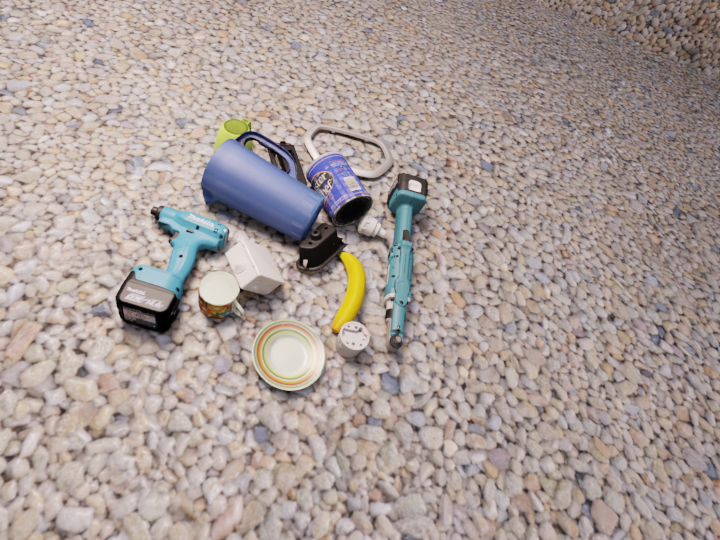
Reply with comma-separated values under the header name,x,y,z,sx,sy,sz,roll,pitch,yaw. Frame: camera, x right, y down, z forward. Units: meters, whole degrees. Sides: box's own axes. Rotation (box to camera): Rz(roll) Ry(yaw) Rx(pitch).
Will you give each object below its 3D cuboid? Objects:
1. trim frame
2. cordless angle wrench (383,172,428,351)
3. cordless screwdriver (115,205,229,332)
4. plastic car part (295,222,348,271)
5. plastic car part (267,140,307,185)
name,x,y,z,sx,sy,sz,roll,pitch,yaw
trim frame,-0.031,-0.320,1.120,0.246,0.027,0.189,11,54,-6
cordless angle wrench,0.088,-0.028,0.911,0.073,0.097,0.431,15,57,-9
cordless screwdriver,-0.363,-0.020,0.779,0.159,0.073,0.252,20,48,-3
plastic car part,-0.086,-0.056,0.876,0.069,0.068,0.115,23,47,26
plastic car part,-0.164,-0.240,1.004,0.064,0.067,0.211,-2,58,-29
